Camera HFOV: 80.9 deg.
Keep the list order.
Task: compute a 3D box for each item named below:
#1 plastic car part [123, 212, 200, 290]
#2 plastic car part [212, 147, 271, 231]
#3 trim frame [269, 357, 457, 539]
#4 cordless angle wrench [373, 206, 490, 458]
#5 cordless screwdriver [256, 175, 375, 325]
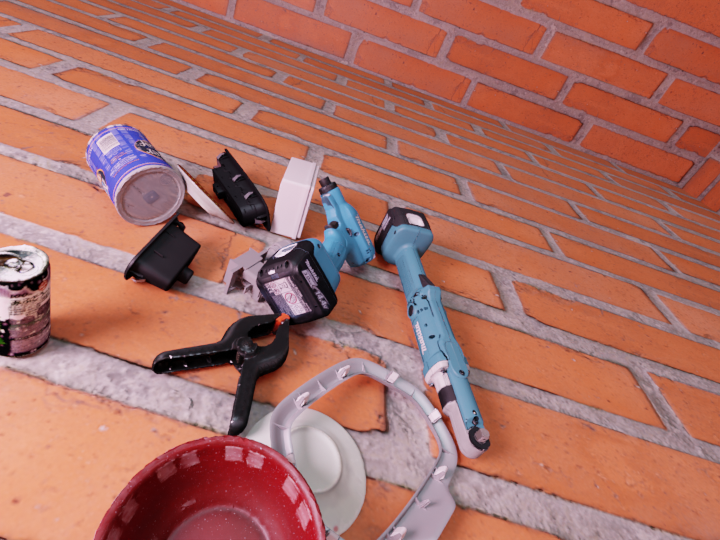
[{"bbox_3d":[-0.255,-0.012,0.565,0.069,0.066,0.119,30,34,-15],"label":"plastic car part"},{"bbox_3d":[-0.223,-0.143,0.760,0.065,0.065,0.214,-19,50,-34],"label":"plastic car part"},{"bbox_3d":[0.014,0.179,0.434,0.191,0.027,0.239,45,31,20],"label":"trim frame"},{"bbox_3d":[0.100,0.062,0.631,0.072,0.097,0.439,11,39,-19],"label":"cordless angle wrench"},{"bbox_3d":[-0.061,-0.040,0.627,0.156,0.077,0.246,63,31,-14],"label":"cordless screwdriver"}]
